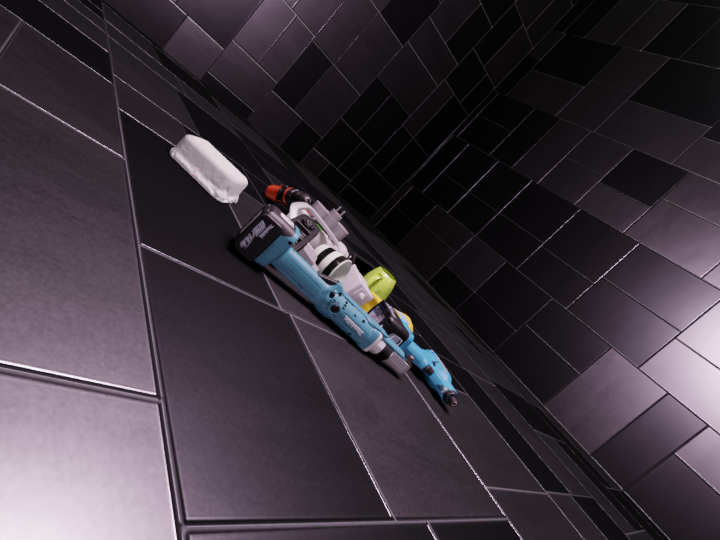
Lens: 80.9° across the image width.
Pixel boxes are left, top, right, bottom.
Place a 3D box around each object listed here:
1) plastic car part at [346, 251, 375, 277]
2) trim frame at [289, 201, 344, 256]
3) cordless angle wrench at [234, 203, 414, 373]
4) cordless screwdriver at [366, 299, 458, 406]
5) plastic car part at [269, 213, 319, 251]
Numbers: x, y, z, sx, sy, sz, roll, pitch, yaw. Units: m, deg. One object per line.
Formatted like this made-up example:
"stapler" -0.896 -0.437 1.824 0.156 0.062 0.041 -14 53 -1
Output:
"plastic car part" -0.016 -0.003 1.232 0.074 0.067 0.110 1 -20 37
"trim frame" -0.104 -0.068 1.062 0.238 0.028 0.188 54 23 -26
"cordless angle wrench" -0.050 0.057 0.781 0.411 0.098 0.076 45 9 -16
"cordless screwdriver" 0.113 0.183 0.913 0.238 0.074 0.165 43 9 -25
"plastic car part" -0.145 -0.065 0.889 0.067 0.067 0.201 36 31 2
